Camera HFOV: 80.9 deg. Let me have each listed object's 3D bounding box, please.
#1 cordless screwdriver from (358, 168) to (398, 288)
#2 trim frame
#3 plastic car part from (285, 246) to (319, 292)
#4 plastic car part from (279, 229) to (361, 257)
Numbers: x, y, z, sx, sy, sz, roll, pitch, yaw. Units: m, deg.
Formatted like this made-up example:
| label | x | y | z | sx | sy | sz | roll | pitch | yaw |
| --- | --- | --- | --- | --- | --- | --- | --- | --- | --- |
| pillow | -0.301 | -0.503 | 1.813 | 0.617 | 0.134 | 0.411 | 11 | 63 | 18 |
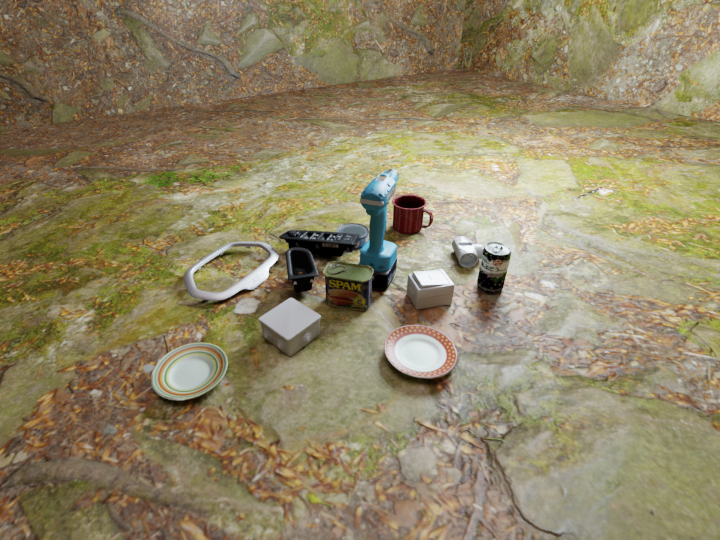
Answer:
| label | x | y | z | sx | sy | sz | roll | pitch | yaw |
| --- | --- | --- | --- | --- | --- | --- | --- | --- | --- |
| cordless screwdriver | 0.046 | -0.094 | 0.935 | 0.077 | 0.241 | 0.158 | 12 | 35 | 17 |
| trim frame | -0.311 | -0.004 | 1.021 | 0.193 | 0.027 | 0.244 | 18 | 39 | 27 |
| plastic car part | -0.135 | 0.005 | 0.956 | 0.065 | 0.069 | 0.122 | -8 | 34 | -10 |
| plastic car part | -0.104 | -0.068 | 1.065 | 0.209 | 0.065 | 0.066 | 10 | 35 | 17 |
